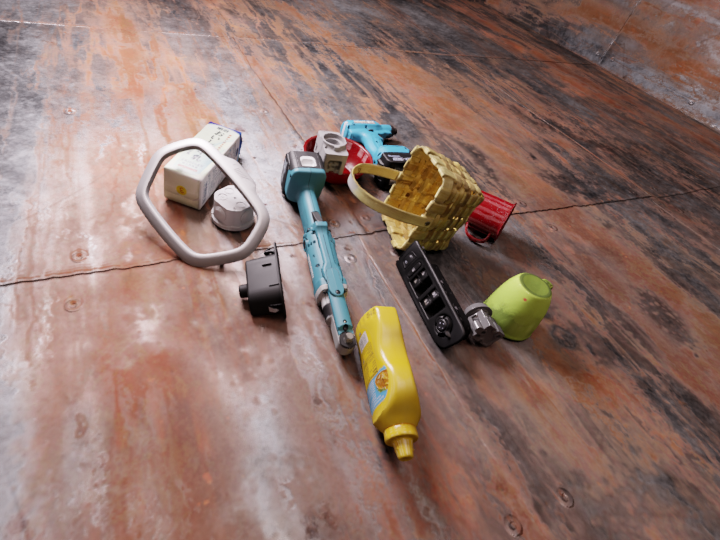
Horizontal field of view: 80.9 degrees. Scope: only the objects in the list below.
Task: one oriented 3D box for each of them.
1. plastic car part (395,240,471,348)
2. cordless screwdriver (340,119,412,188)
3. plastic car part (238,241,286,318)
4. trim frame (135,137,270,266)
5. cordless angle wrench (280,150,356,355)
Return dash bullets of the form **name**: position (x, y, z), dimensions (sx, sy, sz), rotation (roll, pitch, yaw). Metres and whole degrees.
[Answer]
- **plastic car part**: position (0.128, 0.046, 0.728), dimensions (0.063, 0.067, 0.212), rotation (23, 34, -36)
- **cordless screwdriver**: position (0.066, -0.300, 1.048), dimensions (0.154, 0.073, 0.262), rotation (-7, 45, -24)
- **plastic car part**: position (-0.156, 0.022, 0.667), dimensions (0.070, 0.064, 0.121), rotation (-7, 50, -5)
- **trim frame**: position (-0.268, -0.118, 0.724), dimensions (0.183, 0.027, 0.252), rotation (-41, 81, -11)
- **cordless angle wrench**: position (-0.073, -0.048, 0.745), dimensions (0.072, 0.097, 0.441), rotation (-1, 50, -21)
